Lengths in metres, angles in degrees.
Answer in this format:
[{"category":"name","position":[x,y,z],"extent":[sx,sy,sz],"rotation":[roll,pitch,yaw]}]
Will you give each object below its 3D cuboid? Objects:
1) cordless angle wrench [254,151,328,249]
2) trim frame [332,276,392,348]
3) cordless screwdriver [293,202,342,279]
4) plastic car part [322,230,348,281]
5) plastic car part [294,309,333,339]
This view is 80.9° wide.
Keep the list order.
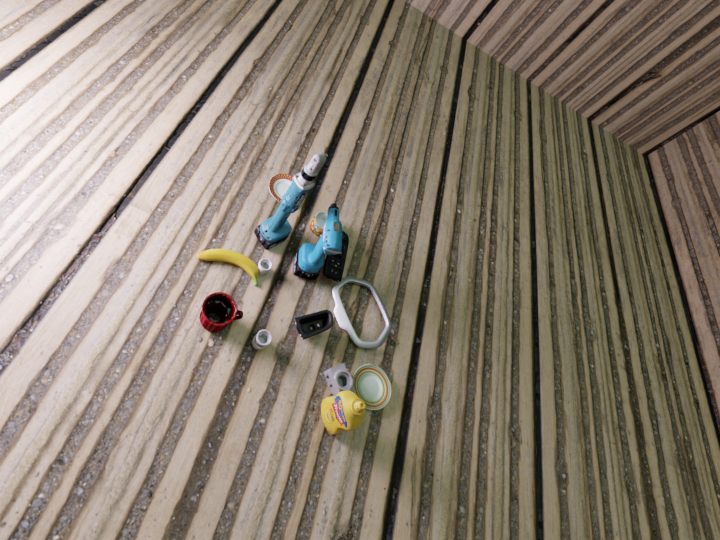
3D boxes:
[{"category":"cordless angle wrench","position":[-0.196,-0.193,1.196],"extent":[0.095,0.427,0.075],"rotation":[-30,83,-37]},{"category":"trim frame","position":[0.003,0.131,1.356],"extent":[0.177,0.028,0.256],"rotation":[-14,69,-32]},{"category":"cordless screwdriver","position":[-0.125,-0.082,1.277],"extent":[0.072,0.251,0.163],"rotation":[15,59,-23]},{"category":"plastic car part","position":[-0.083,-0.049,1.393],"extent":[0.064,0.068,0.206],"rotation":[23,55,-16]},{"category":"plastic car part","position":[-0.140,0.162,1.239],"extent":[0.112,0.071,0.068],"rotation":[-14,72,-33]}]
